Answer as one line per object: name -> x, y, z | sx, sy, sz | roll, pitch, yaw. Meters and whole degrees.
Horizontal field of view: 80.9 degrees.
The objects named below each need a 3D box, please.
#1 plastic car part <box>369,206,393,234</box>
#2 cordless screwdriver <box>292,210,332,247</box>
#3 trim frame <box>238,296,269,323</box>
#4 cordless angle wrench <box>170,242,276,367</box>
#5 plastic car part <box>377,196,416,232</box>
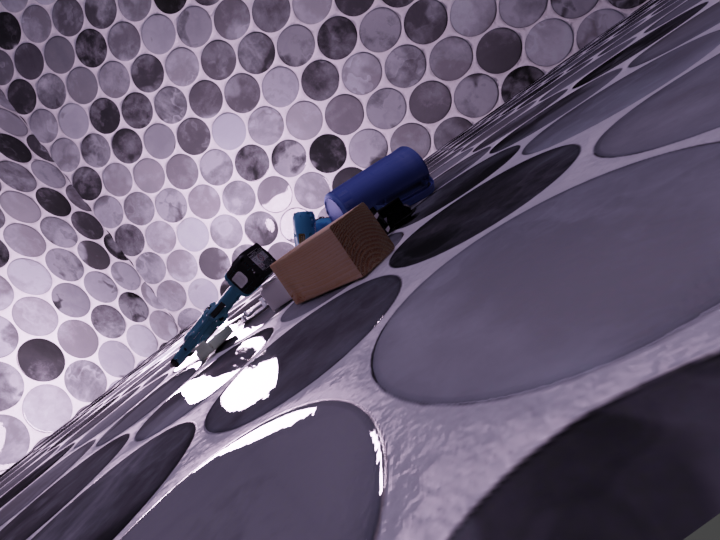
plastic car part -> 0.002, -0.055, 0.807 | 0.117, 0.064, 0.073 | -38, 20, 11
cordless screwdriver -> -0.106, -0.070, 1.089 | 0.076, 0.159, 0.243 | -4, 4, 14
trim frame -> -0.217, 0.059, 1.100 | 0.246, 0.027, 0.188 | -36, 10, -14
cordless angle wrench -> -0.344, 0.106, 0.997 | 0.426, 0.074, 0.097 | -45, 3, 28
plastic car part -> 0.031, -0.097, 0.892 | 0.209, 0.067, 0.064 | -24, 5, 43
